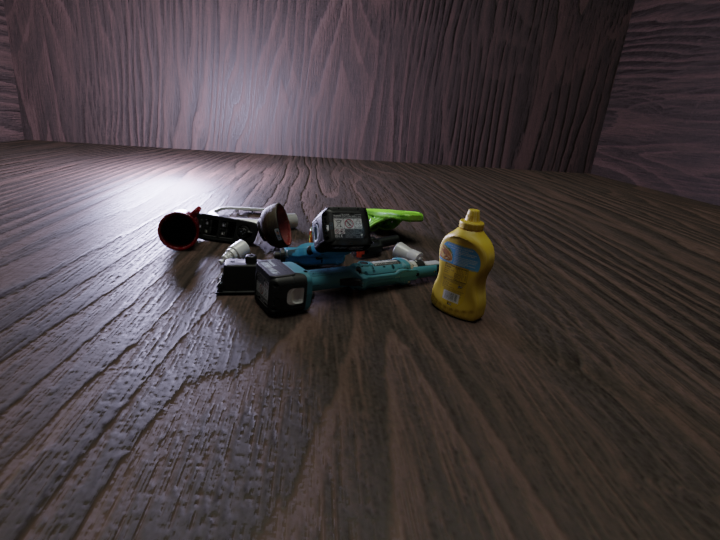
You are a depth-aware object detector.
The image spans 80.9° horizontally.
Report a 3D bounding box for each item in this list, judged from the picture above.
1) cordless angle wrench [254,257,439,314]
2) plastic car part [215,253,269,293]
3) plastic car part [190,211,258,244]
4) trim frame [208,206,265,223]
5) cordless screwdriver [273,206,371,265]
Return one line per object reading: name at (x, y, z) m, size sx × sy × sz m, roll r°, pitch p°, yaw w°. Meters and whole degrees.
cordless angle wrench at (0.003, 0.011, 0.832) m, size 0.406 × 0.073 × 0.103 m, roll -6°, pitch 23°, yaw -31°
plastic car part at (-0.217, 0.004, 0.807) m, size 0.115 × 0.069 × 0.068 m, roll -2°, pitch 21°, yaw -9°
plastic car part at (-0.353, -0.104, 1.091) m, size 0.209 × 0.066 × 0.065 m, roll 8°, pitch -6°, yaw 15°
trim frame at (-0.343, -0.169, 1.300) m, size 0.248 × 0.027 × 0.189 m, roll 0°, pitch 22°, yaw -3°
cordless screwdriver at (-0.083, -0.054, 0.851) m, size 0.155 × 0.075 × 0.251 m, roll -2°, pitch -11°, yaw -18°
